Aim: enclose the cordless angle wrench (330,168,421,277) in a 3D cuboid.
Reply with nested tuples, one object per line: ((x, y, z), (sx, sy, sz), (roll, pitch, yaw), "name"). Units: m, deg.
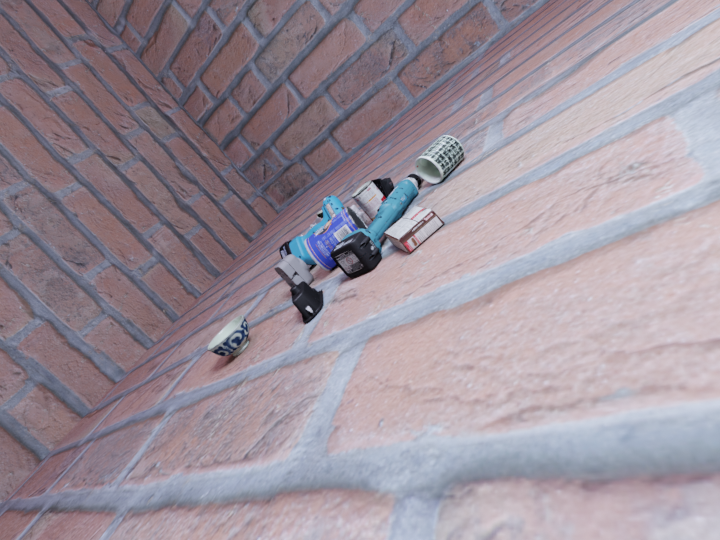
((0.072, -0.145, 1.016), (0.101, 0.073, 0.420), (-26, 21, 45), "cordless angle wrench")

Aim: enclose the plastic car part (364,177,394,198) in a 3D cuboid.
((0.062, -0.266, 1.347), (0.066, 0.065, 0.209), (-34, 15, -12), "plastic car part")

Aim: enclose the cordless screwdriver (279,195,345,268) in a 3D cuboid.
((-0.117, -0.077, 1.201), (0.251, 0.166, 0.070), (-43, -31, 28), "cordless screwdriver")

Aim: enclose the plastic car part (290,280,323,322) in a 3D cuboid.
((-0.125, 0.060, 0.934), (0.066, 0.069, 0.118), (-42, 12, 4), "plastic car part")

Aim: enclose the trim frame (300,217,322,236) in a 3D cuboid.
((-0.173, -0.089, 1.393), (0.184, 0.027, 0.256), (-64, 19, -6), "trim frame")
